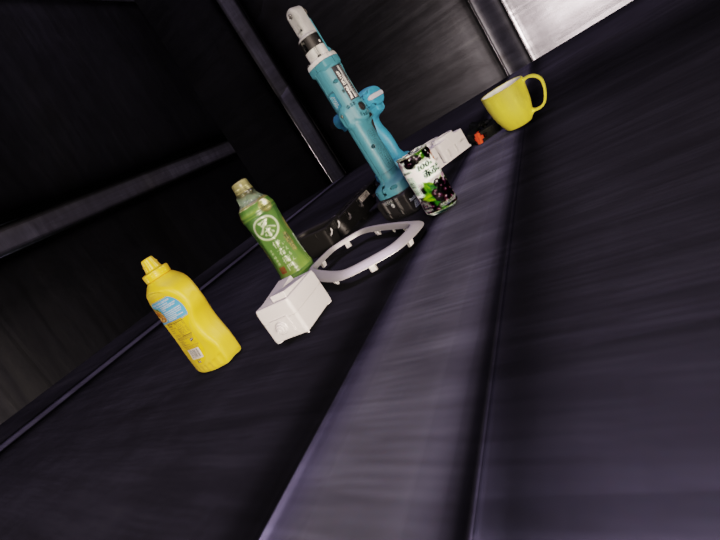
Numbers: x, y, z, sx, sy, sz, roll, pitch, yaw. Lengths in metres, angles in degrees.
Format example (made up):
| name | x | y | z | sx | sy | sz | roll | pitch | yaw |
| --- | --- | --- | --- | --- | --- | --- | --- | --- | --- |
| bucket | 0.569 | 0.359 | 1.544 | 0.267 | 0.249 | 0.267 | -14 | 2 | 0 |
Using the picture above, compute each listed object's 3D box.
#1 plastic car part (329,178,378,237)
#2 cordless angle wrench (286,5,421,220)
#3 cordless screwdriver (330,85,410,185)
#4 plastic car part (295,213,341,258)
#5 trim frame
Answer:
| name | x | y | z | sx | sy | sz | roll | pitch | yaw |
| --- | --- | --- | --- | --- | --- | --- | --- | --- | --- |
| plastic car part | -0.016 | -0.137 | 0.984 | 0.068 | 0.066 | 0.200 | -21 | 19 | 45 |
| cordless angle wrench | -0.012 | -0.291 | 0.781 | 0.096 | 0.416 | 0.077 | -40 | 12 | -37 |
| cordless screwdriver | 0.037 | -0.274 | 0.960 | 0.073 | 0.244 | 0.165 | -40 | 13 | -36 |
| plastic car part | -0.084 | -0.055 | 0.856 | 0.120 | 0.069 | 0.065 | -24 | 15 | 35 |
| trim frame | 0.002 | -0.034 | 0.693 | 0.182 | 0.027 | 0.257 | -39 | 16 | -19 |
